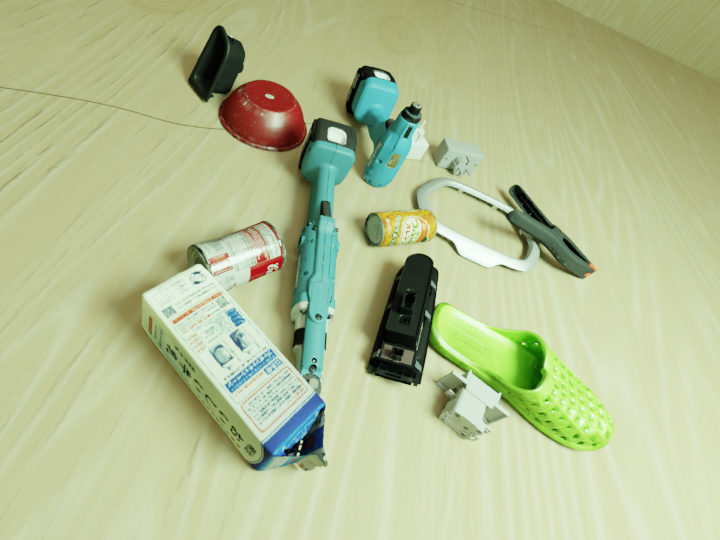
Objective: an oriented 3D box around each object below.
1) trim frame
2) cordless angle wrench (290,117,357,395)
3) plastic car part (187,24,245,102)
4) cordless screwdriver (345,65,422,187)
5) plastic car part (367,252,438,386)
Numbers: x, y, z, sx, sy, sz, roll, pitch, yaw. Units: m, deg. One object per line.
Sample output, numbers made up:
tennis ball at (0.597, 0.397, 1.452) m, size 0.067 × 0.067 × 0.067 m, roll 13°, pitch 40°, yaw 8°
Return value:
trim frame at (0.212, -0.086, 0.763) m, size 0.246 × 0.027 × 0.186 m, roll 24°, pitch 47°, yaw -6°
cordless angle wrench at (-0.057, -0.037, 0.578) m, size 0.072 × 0.098 × 0.434 m, roll 13°, pitch 54°, yaw -17°
plastic car part at (-0.239, -0.357, 0.741) m, size 0.068 × 0.117 × 0.068 m, roll 51°, pitch 27°, yaw 15°
cordless screwdriver at (0.043, -0.287, 0.763) m, size 0.072 × 0.158 × 0.258 m, roll 8°, pitch 50°, yaw -22°
plastic car part at (0.064, 0.047, 0.568) m, size 0.068 × 0.064 × 0.204 m, roll 5°, pitch 41°, yaw 17°
